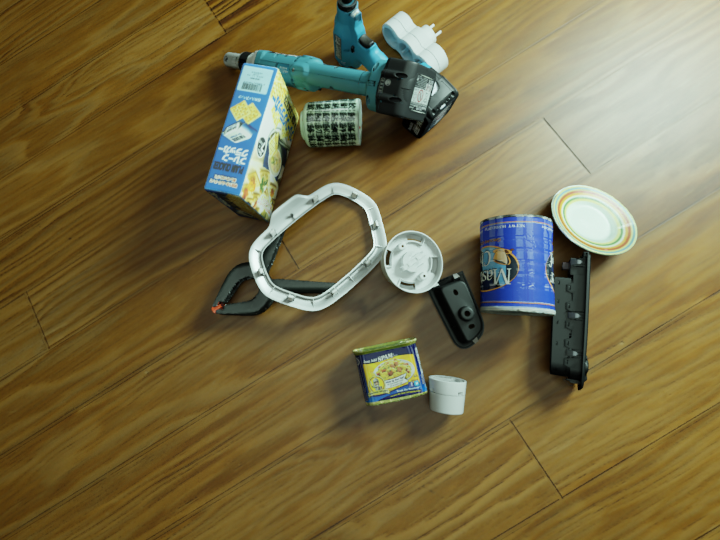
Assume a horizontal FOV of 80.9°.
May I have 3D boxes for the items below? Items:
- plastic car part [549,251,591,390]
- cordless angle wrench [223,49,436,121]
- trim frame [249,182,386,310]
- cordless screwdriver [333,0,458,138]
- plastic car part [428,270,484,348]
[{"bbox_3d":[0.314,0.075,0.637,0.069,0.064,0.205,0,79,16],"label":"plastic car part"},{"bbox_3d":[-0.087,-0.329,0.707,0.445,0.094,0.073,25,113,31],"label":"cordless angle wrench"},{"bbox_3d":[-0.070,-0.045,0.711,0.247,0.027,0.189,-41,77,-11],"label":"trim frame"},{"bbox_3d":[0.048,-0.347,0.709,0.074,0.156,0.254,-43,80,-6],"label":"cordless screwdriver"},{"bbox_3d":[0.157,0.061,0.658,0.066,0.069,0.119,-23,75,3],"label":"plastic car part"}]
